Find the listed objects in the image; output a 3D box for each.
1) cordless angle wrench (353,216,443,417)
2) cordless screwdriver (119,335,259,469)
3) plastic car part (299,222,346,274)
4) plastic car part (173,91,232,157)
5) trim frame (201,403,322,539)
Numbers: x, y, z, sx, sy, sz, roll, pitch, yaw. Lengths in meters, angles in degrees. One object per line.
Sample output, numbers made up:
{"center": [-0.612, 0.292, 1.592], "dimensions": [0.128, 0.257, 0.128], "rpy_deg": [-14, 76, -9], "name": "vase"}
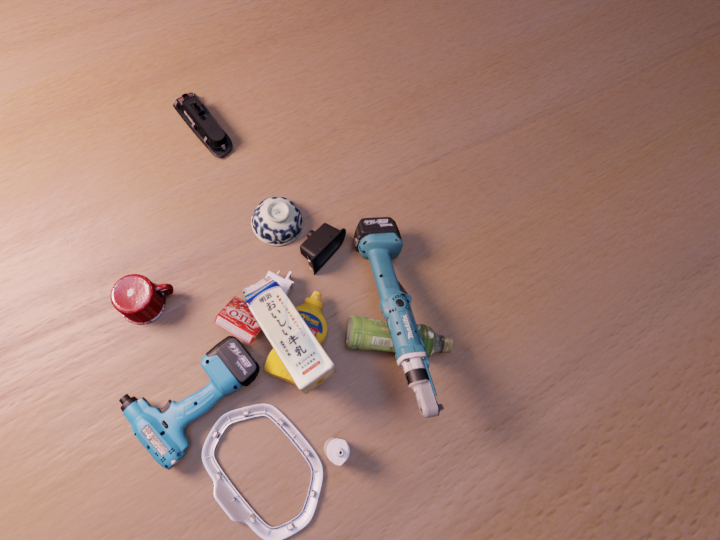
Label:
{"center": [0.074, 0.076, 0.852], "dimensions": [0.096, 0.073, 0.440], "rpy_deg": [-5, 55, -14], "name": "cordless angle wrench"}
{"center": [-0.324, 0.226, 0.809], "dimensions": [0.162, 0.073, 0.247], "rpy_deg": [42, 74, 9], "name": "cordless screwdriver"}
{"center": [-0.094, -0.061, 0.957], "dimensions": [0.073, 0.064, 0.116], "rpy_deg": [31, 65, 18], "name": "plastic car part"}
{"center": [-0.384, -0.368, 1.040], "dimensions": [0.065, 0.067, 0.207], "rpy_deg": [-33, 79, -26], "name": "plastic car part"}
{"center": [-0.183, 0.372, 0.792], "dimensions": [0.182, 0.027, 0.253], "rpy_deg": [-41, 80, -18], "name": "trim frame"}
